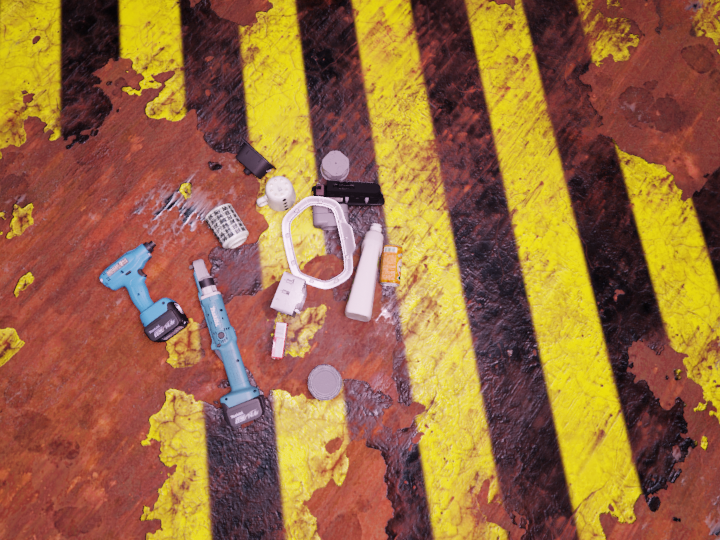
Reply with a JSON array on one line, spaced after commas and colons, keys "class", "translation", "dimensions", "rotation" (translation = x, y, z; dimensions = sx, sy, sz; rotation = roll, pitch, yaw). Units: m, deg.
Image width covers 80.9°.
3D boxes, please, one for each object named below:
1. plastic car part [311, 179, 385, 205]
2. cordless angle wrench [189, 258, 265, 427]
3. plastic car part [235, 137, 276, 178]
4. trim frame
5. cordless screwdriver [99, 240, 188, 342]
[{"class": "plastic car part", "translation": [-0.031, -0.217, 1.152], "dimensions": [0.201, 0.065, 0.068], "rotation": [5, 49, -6]}, {"class": "cordless angle wrench", "translation": [-0.348, 0.167, 1.067], "dimensions": [0.097, 0.073, 0.431], "rotation": [-20, 78, -7]}, {"class": "plastic car part", "translation": [-0.300, -0.300, 1.170], "dimensions": [0.071, 0.065, 0.117], "rotation": [-44, 88, 5]}, {"class": "trim frame", "translation": [-0.108, -0.071, 1.106], "dimensions": [0.186, 0.027, 0.246], "rotation": [-9, 96, 6]}, {"class": "cordless screwdriver", "translation": [-0.534, 0.051, 1.083], "dimensions": [0.158, 0.073, 0.254], "rotation": [-42, 79, -9]}]
